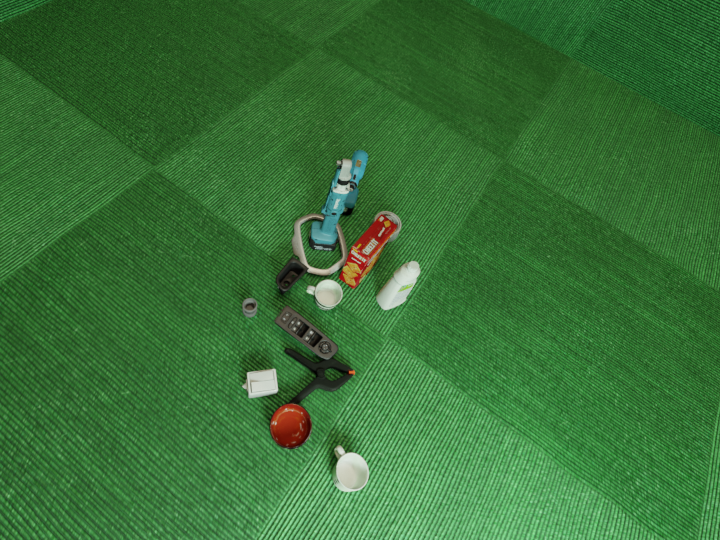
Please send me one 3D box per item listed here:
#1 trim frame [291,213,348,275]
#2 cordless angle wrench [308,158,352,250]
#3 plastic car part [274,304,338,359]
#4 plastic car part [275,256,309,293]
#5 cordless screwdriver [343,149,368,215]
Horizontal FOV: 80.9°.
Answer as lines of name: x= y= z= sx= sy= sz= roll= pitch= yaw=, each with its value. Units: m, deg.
trim frame: x=-0.141 y=-0.092 z=1.445 sx=0.180 sy=0.027 sz=0.257 roll=-7 pitch=62 yaw=-14
cordless angle wrench: x=-0.083 y=-0.193 z=1.286 sx=0.096 sy=0.419 sz=0.076 roll=7 pitch=62 yaw=-12
plastic car part: x=-0.161 y=0.194 z=1.255 sx=0.207 sy=0.066 sz=0.066 roll=34 pitch=60 yaw=9
plastic car part: x=-0.226 y=0.026 z=1.337 sx=0.067 sy=0.070 sz=0.116 roll=34 pitch=60 yaw=7
cordless screwdriver: x=-0.038 y=-0.274 z=1.440 sx=0.074 sy=0.246 sz=0.161 roll=18 pitch=60 yaw=-6
